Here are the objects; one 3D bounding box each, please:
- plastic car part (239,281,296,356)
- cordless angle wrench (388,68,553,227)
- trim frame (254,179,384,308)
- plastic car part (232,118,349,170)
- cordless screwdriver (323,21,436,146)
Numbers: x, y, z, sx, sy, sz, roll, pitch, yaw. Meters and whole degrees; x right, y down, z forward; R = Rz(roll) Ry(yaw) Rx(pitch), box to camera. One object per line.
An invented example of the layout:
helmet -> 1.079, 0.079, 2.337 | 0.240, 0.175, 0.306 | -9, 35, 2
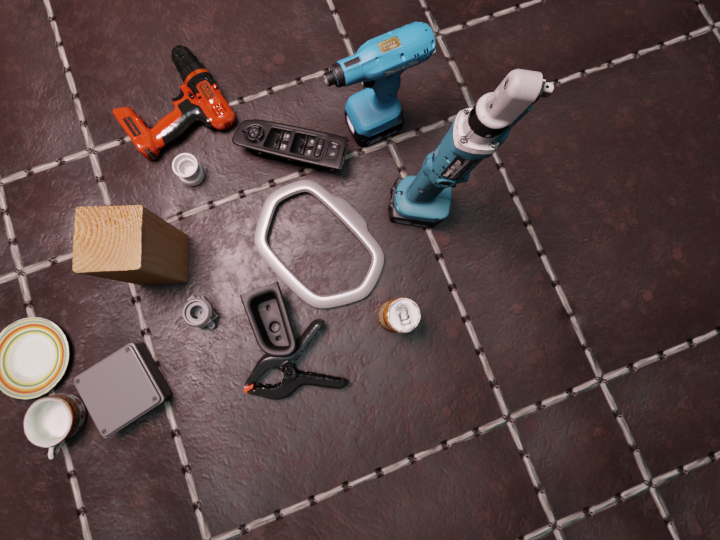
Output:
plastic car part -> -0.147, 0.086, 0.702 | 0.065, 0.070, 0.118 | -20, 82, -6
cordless angle wrench -> 0.119, -0.141, 0.569 | 0.097, 0.421, 0.075 | 9, 82, -5
trim frame -> -0.073, -0.048, 0.749 | 0.252, 0.027, 0.183 | 44, 82, 7
plastic car part -> -0.126, -0.223, 0.760 | 0.204, 0.066, 0.067 | 14, 81, 1
cordless screwdriver -> 0.013, -0.280, 0.680 | 0.158, 0.248, 0.075 | -24, 86, -7
